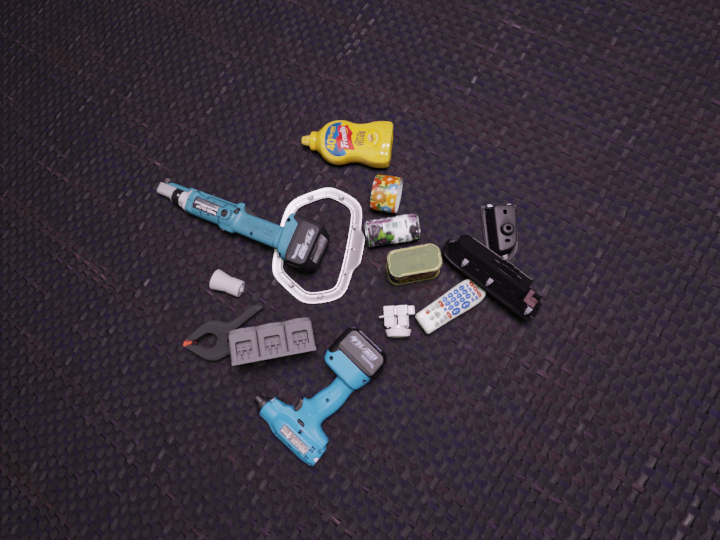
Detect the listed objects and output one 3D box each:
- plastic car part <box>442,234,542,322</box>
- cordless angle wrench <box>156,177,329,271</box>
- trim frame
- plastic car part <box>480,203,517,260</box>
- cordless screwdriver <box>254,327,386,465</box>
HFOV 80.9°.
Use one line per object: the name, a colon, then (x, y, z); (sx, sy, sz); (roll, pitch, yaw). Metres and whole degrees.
plastic car part: (0.242, 0.002, 0.775); (0.211, 0.065, 0.065); (37, 58, 19)
cordless angle wrench: (-0.270, -0.113, 0.887); (0.440, 0.071, 0.098); (21, 83, 21)
trim frame: (-0.085, -0.056, 0.873); (0.188, 0.027, 0.250); (10, 77, 11)
plastic car part: (0.269, -0.078, 0.794); (0.067, 0.069, 0.118); (-1, 75, 8)
cordless screwdriver: (-0.075, 0.212, 0.786); (0.164, 0.072, 0.248); (37, 89, 15)
